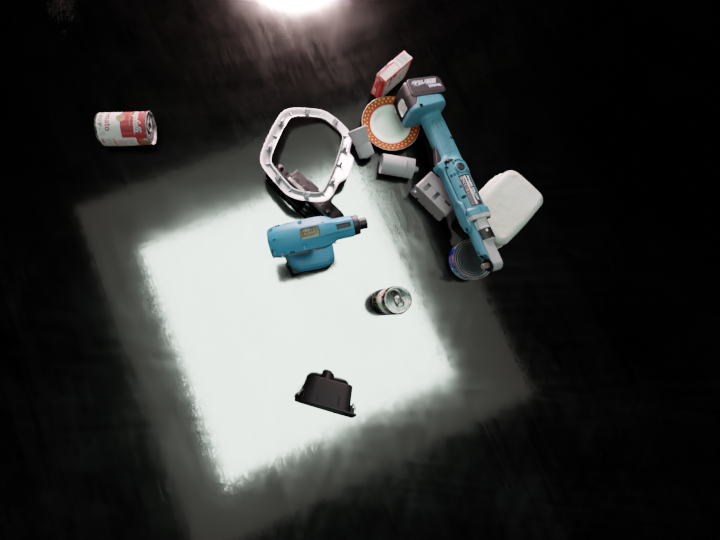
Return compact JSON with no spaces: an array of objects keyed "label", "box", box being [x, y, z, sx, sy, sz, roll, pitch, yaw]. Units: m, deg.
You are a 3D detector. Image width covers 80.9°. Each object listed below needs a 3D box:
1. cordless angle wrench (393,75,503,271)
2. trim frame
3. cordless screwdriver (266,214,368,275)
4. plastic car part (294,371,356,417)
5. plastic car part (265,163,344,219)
[{"label":"cordless angle wrench","box":[0.187,-0.197,0.853,0.096,0.074,0.433,-14,73,-18]},{"label":"trim frame","box":[-0.103,-0.248,0.878,0.181,0.028,0.252,23,58,-10]},{"label":"cordless screwdriver","box":[-0.075,-0.049,0.765,0.159,0.247,0.075,-12,85,-4]},{"label":"plastic car part","box":[-0.062,0.235,0.816,0.117,0.065,0.072,18,64,1]},{"label":"plastic car part","box":[-0.108,-0.146,0.882,0.205,0.067,0.066,47,53,6]}]
